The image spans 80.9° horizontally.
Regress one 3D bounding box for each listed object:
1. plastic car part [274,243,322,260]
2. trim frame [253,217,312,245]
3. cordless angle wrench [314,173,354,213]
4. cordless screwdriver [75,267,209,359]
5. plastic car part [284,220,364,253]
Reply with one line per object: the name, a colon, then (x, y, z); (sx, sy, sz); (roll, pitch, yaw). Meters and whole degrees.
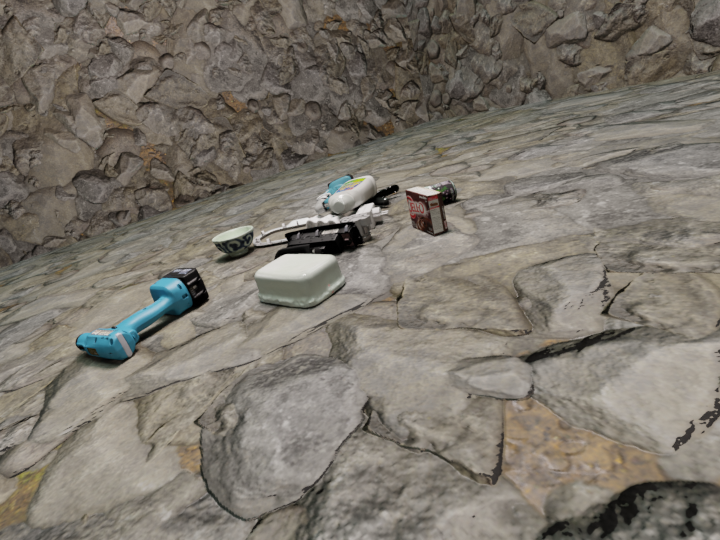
plastic car part: (-0.128, -0.025, 0.924); (0.122, 0.065, 0.068); (-3, 8, 42)
trim frame: (-0.210, -0.119, 1.259); (0.256, 0.027, 0.183); (-11, 20, 21)
cordless angle wrench: (-0.085, -0.231, 1.322); (0.100, 0.073, 0.424); (-23, 15, 15)
cordless screwdriver: (-0.441, 0.086, 0.859); (0.166, 0.072, 0.246); (-4, 28, 31)
plastic car part: (-0.097, -0.064, 0.996); (0.212, 0.063, 0.067); (-1, 50, 34)
